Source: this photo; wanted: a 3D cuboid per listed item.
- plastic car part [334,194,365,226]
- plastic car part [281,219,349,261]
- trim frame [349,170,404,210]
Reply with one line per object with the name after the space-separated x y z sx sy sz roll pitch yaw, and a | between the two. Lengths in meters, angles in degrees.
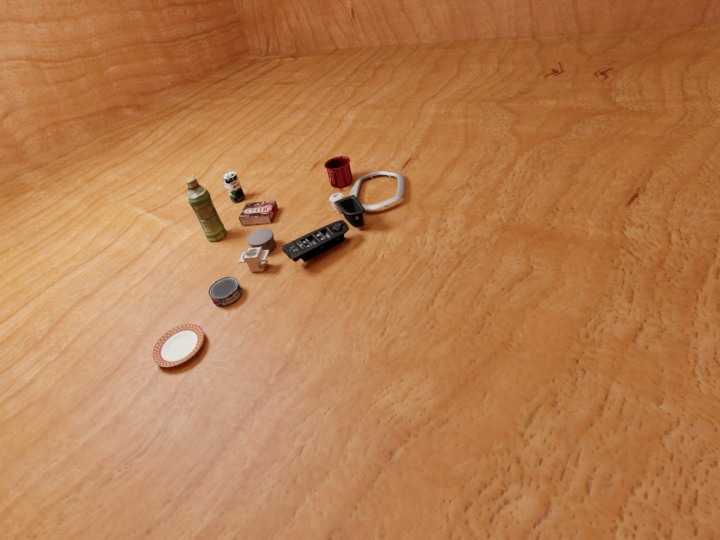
-0.023 -0.167 1.258 0.065 0.068 0.122 -22 39 -8 | plastic car part
-0.116 -0.076 1.186 0.200 0.064 0.070 -32 41 -18 | plastic car part
0.051 -0.263 1.378 0.188 0.026 0.254 -5 40 14 | trim frame
